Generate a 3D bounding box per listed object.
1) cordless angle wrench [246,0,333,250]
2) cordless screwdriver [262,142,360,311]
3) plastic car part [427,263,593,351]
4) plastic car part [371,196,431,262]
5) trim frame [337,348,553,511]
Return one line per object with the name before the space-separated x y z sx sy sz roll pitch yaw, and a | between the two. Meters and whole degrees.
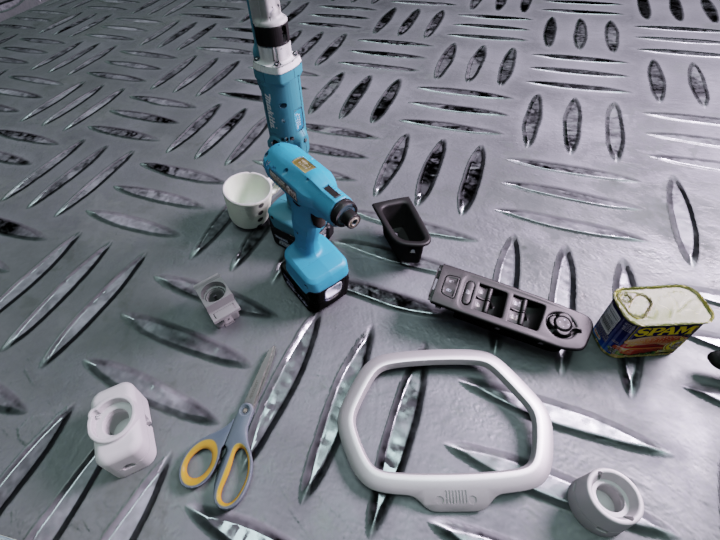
cordless angle wrench | -0.103 -0.188 0.594 0.102 0.408 0.074 28 55 23
cordless screwdriver | -0.056 -0.036 0.568 0.073 0.240 0.168 -30 54 -23
plastic car part | 0.196 0.061 0.573 0.210 0.064 0.066 17 52 19
plastic car part | 0.067 -0.057 0.687 0.065 0.068 0.122 -13 49 -8
trim frame | 0.097 0.180 0.506 0.250 0.026 0.190 -4 49 2
